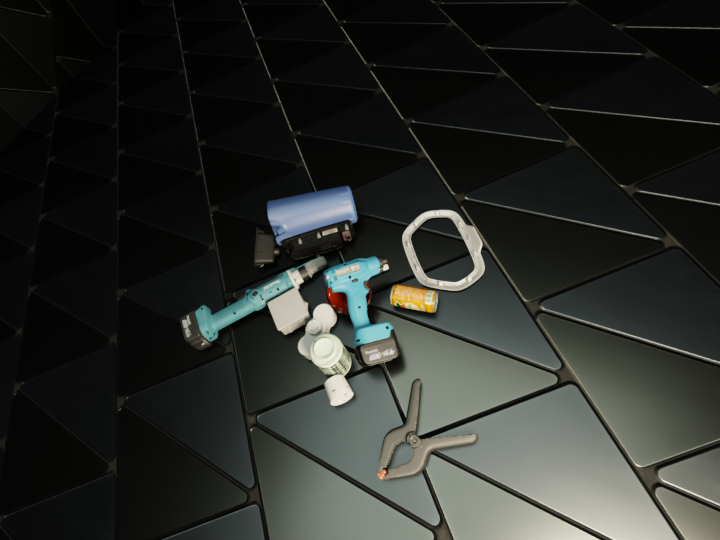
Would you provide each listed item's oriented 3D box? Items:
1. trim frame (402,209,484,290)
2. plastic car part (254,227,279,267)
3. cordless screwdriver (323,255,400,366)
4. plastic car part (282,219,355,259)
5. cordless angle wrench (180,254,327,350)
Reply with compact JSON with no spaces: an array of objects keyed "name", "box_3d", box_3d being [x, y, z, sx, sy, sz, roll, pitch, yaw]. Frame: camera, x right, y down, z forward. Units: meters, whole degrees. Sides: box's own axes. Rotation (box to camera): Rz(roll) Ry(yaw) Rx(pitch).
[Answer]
[{"name":"trim frame","box_3d":[0.211,-0.059,1.087,0.186,0.026,0.259,-19,55,6]},{"name":"plastic car part","box_3d":[-0.272,-0.061,1.235,0.071,0.064,0.120,-4,62,-2]},{"name":"cordless screwdriver","box_3d":[0.025,0.089,0.993,0.157,0.073,0.256,-18,72,-10]},{"name":"plastic car part","box_3d":[-0.115,-0.075,1.172,0.205,0.063,0.069,-12,59,7]},{"name":"cordless angle wrench","box_3d":[-0.279,0.074,1.148,0.422,0.071,0.103,-28,55,-2]}]
